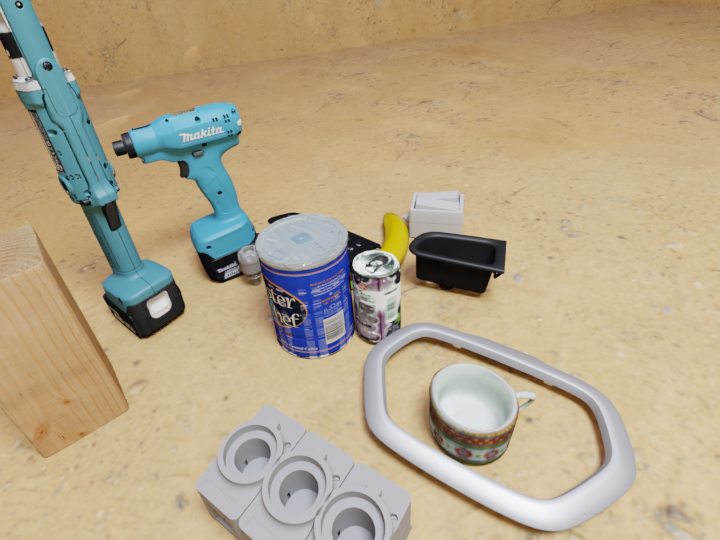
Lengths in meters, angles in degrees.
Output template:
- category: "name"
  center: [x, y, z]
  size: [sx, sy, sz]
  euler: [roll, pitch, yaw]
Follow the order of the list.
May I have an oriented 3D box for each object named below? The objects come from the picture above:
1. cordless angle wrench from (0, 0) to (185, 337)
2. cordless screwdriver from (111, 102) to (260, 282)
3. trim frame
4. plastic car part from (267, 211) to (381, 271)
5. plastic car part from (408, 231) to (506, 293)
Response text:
- category: "cordless angle wrench"
  center: [-0.307, -0.104, 0.478]
  size: [0.103, 0.408, 0.073]
  euler: [23, 43, 32]
- category: "cordless screwdriver"
  center: [-0.228, -0.098, 0.595]
  size: [0.156, 0.240, 0.079]
  euler: [-21, 39, -21]
- category: "trim frame"
  center: [0.119, 0.130, 0.411]
  size: [0.261, 0.026, 0.182]
  euler: [17, 43, 29]
- category: "plastic car part"
  center: [-0.062, -0.041, 0.637]
  size: [0.065, 0.065, 0.215]
  euler: [-32, 43, -31]
- category: "plastic car part"
  center: [0.124, -0.005, 0.554]
  size: [0.121, 0.068, 0.066]
  euler: [9, 38, 20]
